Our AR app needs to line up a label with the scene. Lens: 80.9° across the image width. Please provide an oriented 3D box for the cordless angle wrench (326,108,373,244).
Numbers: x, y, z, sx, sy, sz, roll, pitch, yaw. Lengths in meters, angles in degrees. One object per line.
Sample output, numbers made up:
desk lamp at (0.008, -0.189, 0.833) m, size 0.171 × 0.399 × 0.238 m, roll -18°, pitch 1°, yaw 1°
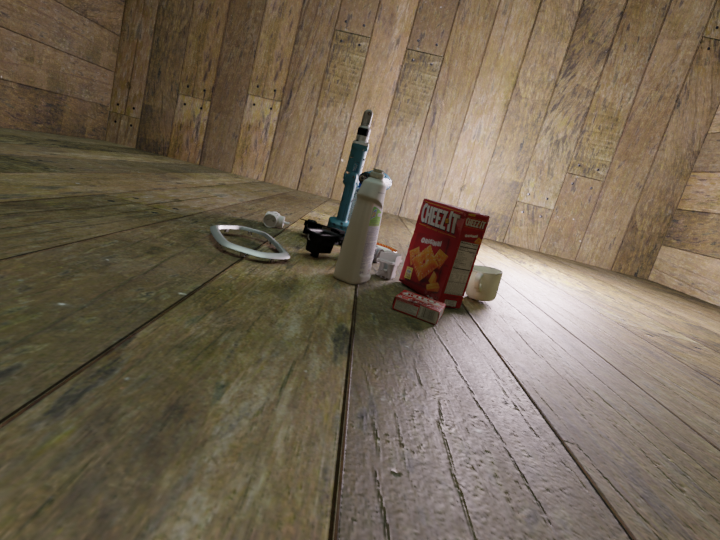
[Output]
cordless angle wrench at (-0.027, -0.290, 1.324) m, size 0.073 × 0.420 × 0.100 m, roll 13°, pitch 11°, yaw -9°

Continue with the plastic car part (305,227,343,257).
plastic car part at (-0.106, -0.069, 1.085) m, size 0.069 × 0.070 × 0.112 m, roll 21°, pitch 14°, yaw 26°

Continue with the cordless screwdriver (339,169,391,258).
cordless screwdriver at (0.009, -0.137, 1.098) m, size 0.077 × 0.247 × 0.154 m, roll 19°, pitch 12°, yaw 20°

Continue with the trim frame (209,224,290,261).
trim frame at (-0.262, -0.068, 1.008) m, size 0.176 × 0.027 × 0.261 m, roll 7°, pitch 15°, yaw -30°

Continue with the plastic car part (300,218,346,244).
plastic car part at (-0.113, -0.115, 1.280) m, size 0.063 × 0.066 × 0.215 m, roll 4°, pitch 16°, yaw -41°
